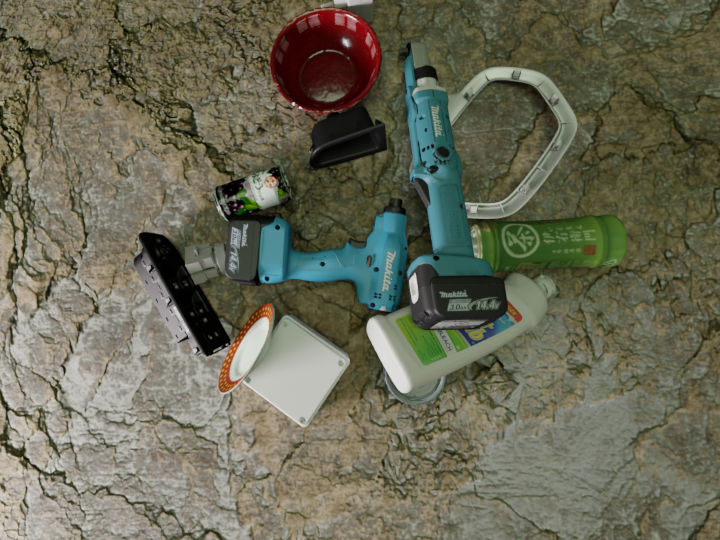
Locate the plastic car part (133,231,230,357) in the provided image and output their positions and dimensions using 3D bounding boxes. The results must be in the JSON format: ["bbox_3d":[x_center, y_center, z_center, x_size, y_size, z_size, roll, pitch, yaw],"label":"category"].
[{"bbox_3d":[-0.269,0.036,0.616,0.068,0.064,0.205,-32,83,26],"label":"plastic car part"}]

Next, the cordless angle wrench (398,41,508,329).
[{"bbox_3d":[0.099,-0.139,0.557,0.097,0.073,0.433,-1,68,-6],"label":"cordless angle wrench"}]

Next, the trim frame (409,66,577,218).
[{"bbox_3d":[0.182,-0.184,0.598,0.191,0.026,0.248,37,90,21],"label":"trim frame"}]

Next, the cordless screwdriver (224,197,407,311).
[{"bbox_3d":[-0.058,-0.038,0.596,0.250,0.074,0.160,9,85,2],"label":"cordless screwdriver"}]

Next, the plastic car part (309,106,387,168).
[{"bbox_3d":[-0.026,-0.203,0.621,0.117,0.064,0.073,-13,70,6],"label":"plastic car part"}]
